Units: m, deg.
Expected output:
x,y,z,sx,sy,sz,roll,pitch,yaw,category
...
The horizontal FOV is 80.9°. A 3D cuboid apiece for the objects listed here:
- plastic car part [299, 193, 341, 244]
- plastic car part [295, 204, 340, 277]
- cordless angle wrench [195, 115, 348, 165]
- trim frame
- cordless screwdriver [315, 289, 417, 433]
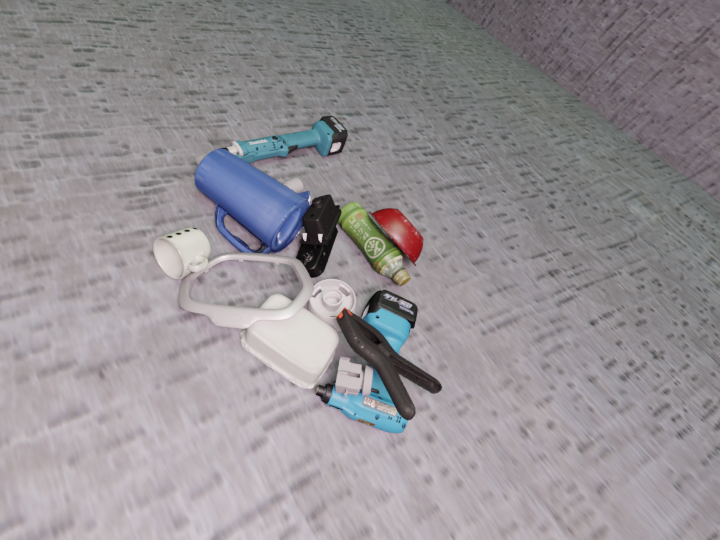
x,y,z,sx,sy,sz,roll,pitch,yaw,category
-0.086,-0.116,0.890,0.068,0.068,0.117,4,49,22,plastic car part
-0.090,-0.059,0.921,0.068,0.064,0.205,-4,40,20,plastic car part
-0.222,-0.319,1.089,0.410,0.073,0.102,-23,64,-33,cordless angle wrench
-0.208,0.029,0.769,0.252,0.027,0.188,4,39,7,trim frame
0.018,0.152,0.776,0.158,0.074,0.253,19,51,-6,cordless screwdriver
